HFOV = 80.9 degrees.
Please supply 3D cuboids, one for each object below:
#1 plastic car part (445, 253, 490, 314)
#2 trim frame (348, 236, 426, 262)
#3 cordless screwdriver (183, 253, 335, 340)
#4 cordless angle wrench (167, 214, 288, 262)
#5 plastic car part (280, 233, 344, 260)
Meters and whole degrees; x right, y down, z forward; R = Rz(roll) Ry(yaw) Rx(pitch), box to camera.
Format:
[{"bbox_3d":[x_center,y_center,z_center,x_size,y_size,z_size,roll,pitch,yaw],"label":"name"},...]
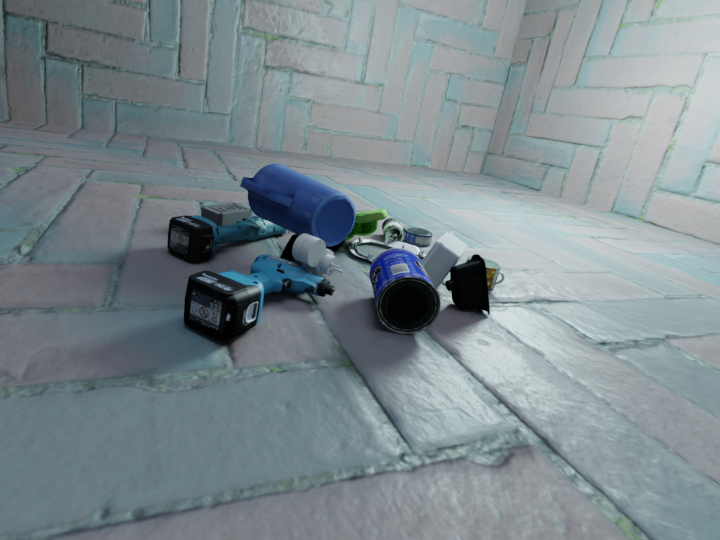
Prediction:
[{"bbox_3d":[0.201,0.028,0.813,0.070,0.113,0.068,-16,23,-5],"label":"plastic car part"},{"bbox_3d":[0.086,-0.040,1.044,0.259,0.027,0.179,16,21,23],"label":"trim frame"},{"bbox_3d":[-0.152,0.035,0.681,0.165,0.073,0.243,16,17,16],"label":"cordless screwdriver"},{"bbox_3d":[-0.255,-0.101,1.002,0.102,0.073,0.409,20,21,24],"label":"cordless angle wrench"},{"bbox_3d":[-0.095,-0.062,0.975,0.069,0.066,0.198,31,27,15],"label":"plastic car part"}]
